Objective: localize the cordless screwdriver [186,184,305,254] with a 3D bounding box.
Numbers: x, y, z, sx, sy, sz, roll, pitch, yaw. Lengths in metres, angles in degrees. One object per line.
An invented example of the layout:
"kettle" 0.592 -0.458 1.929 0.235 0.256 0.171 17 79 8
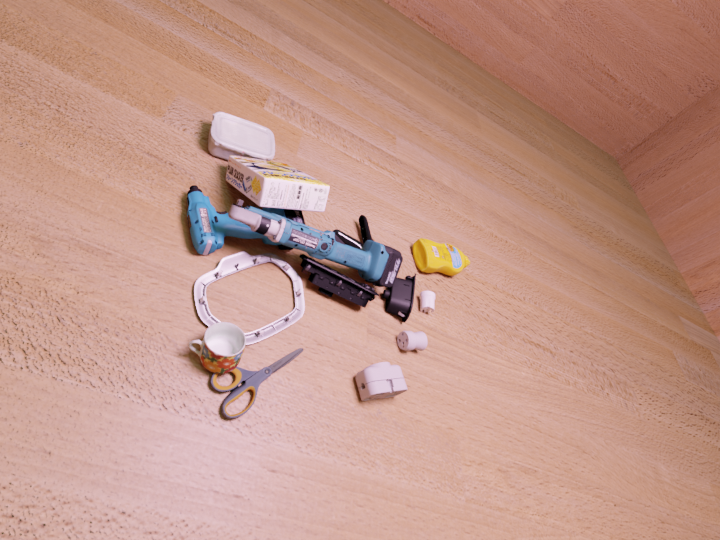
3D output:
"cordless screwdriver" -0.251 -0.116 0.923 0.238 0.075 0.165 -4 60 -33

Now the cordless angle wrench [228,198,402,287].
"cordless angle wrench" -0.089 -0.058 0.908 0.402 0.078 0.098 19 92 -34

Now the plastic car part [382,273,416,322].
"plastic car part" 0.090 0.061 1.033 0.071 0.065 0.118 19 50 -4

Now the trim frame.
"trim frame" -0.214 0.046 0.851 0.240 0.028 0.189 -24 71 -42

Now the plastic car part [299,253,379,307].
"plastic car part" -0.050 0.030 0.948 0.197 0.068 0.067 23 85 -15
